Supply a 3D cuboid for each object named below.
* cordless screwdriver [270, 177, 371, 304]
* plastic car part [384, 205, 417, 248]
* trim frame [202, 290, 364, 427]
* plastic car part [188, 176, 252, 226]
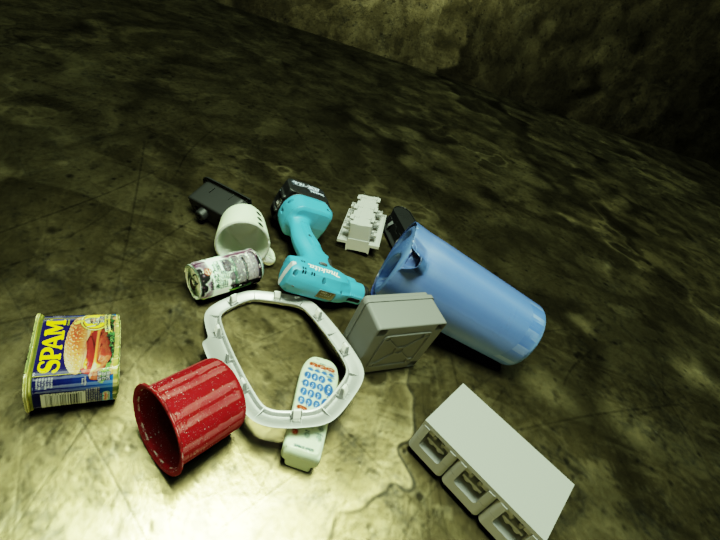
[{"bbox_3d":[-0.071,-0.046,0.727,0.152,0.074,0.260,17,36,-30],"label":"cordless screwdriver"},{"bbox_3d":[0.094,-0.062,0.833,0.065,0.065,0.213,-2,39,-18],"label":"plastic car part"},{"bbox_3d":[-0.104,0.096,0.542,0.178,0.027,0.263,-11,38,-29],"label":"trim frame"},{"bbox_3d":[-0.256,-0.111,0.750,0.120,0.064,0.070,27,51,16],"label":"plastic car part"}]
